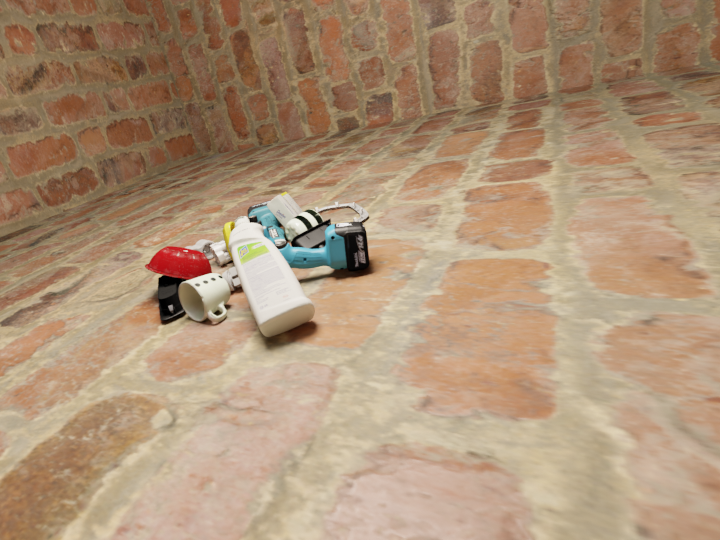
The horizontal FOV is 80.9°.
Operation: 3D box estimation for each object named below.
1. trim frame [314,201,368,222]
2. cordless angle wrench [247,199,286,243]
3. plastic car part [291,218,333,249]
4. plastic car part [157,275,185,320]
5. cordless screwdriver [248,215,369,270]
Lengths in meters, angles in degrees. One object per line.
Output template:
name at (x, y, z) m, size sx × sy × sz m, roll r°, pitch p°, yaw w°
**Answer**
trim frame at (-0.080, -0.156, 1.220) m, size 0.183 × 0.026 × 0.259 m, roll -20°, pitch 27°, yaw -8°
cordless angle wrench at (-0.236, -0.093, 1.131) m, size 0.097 × 0.072 × 0.442 m, roll -18°, pitch 27°, yaw -10°
plastic car part at (-0.099, -0.065, 1.016) m, size 0.114 × 0.063 × 0.075 m, roll -30°, pitch 42°, yaw -24°
plastic car part at (-0.428, 0.048, 0.956) m, size 0.065 × 0.065 × 0.213 m, roll -15°, pitch 26°, yaw -20°
cordless screwdriver at (-0.111, -0.056, 0.880) m, size 0.250 × 0.156 × 0.075 m, roll -11°, pitch 14°, yaw 4°
